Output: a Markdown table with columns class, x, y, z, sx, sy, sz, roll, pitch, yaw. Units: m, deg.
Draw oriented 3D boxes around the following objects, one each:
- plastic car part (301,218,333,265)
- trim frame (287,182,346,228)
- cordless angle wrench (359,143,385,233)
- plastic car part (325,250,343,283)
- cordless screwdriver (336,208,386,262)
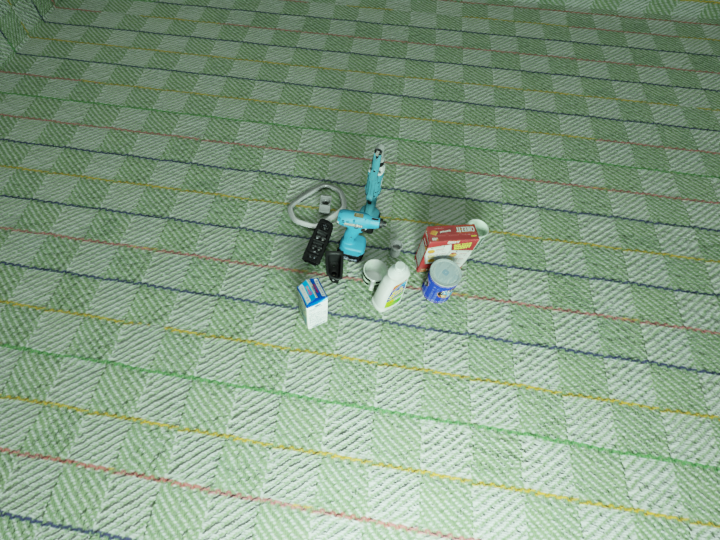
| class | x | y | z | sx | sy | sz | roll | pitch | yaw |
| --- | --- | --- | --- | --- | --- | --- | --- | --- | --- |
| plastic car part | -0.151 | -0.099 | 1.547 | 0.067 | 0.065 | 0.205 | 15 | 61 | 6 |
| trim frame | -0.168 | -0.256 | 1.661 | 0.245 | 0.027 | 0.192 | -38 | 67 | -20 |
| cordless angle wrench | 0.043 | -0.279 | 1.452 | 0.076 | 0.413 | 0.098 | 23 | 62 | 7 |
| plastic car part | -0.093 | -0.004 | 1.490 | 0.066 | 0.069 | 0.120 | 1 | 60 | -3 |
| cordless screwdriver | -0.003 | -0.117 | 1.456 | 0.160 | 0.243 | 0.075 | 12 | 61 | 2 |
